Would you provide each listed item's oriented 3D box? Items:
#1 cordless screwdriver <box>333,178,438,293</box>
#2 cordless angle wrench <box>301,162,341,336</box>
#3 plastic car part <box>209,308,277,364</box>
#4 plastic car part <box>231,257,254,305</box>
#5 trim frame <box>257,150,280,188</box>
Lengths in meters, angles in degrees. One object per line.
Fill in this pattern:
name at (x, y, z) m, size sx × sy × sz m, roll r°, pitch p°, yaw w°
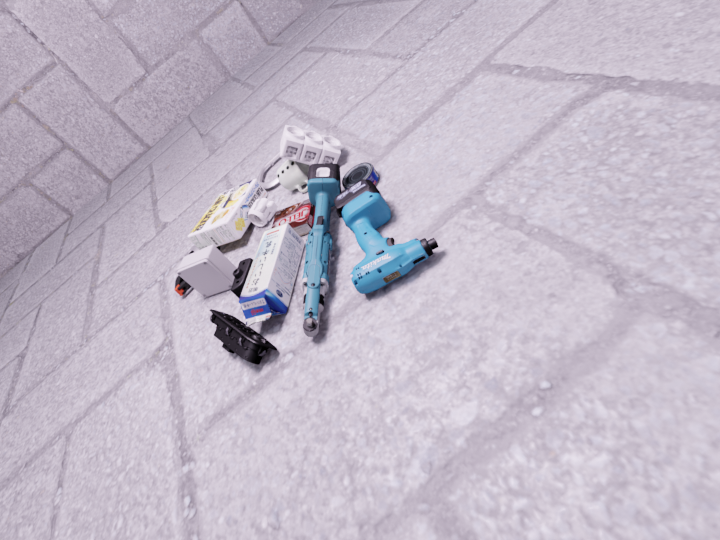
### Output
cordless screwdriver at (0.040, -0.081, 0.807) m, size 0.161 × 0.070 × 0.259 m, roll -29°, pitch 43°, yaw 14°
cordless angle wrench at (-0.086, -0.056, 0.878) m, size 0.075 × 0.094 × 0.435 m, roll -1°, pitch 52°, yaw 2°
plastic car part at (-0.245, 0.134, 0.846) m, size 0.214 × 0.062 × 0.067 m, roll 13°, pitch 71°, yaw 46°
plastic car part at (-0.259, 0.017, 0.964) m, size 0.068 × 0.067 × 0.119 m, roll -20°, pitch 39°, yaw 27°
trim frame at (-0.228, -0.340, 1.318) m, size 0.248 × 0.026 × 0.194 m, roll -41°, pitch 37°, yaw -3°
